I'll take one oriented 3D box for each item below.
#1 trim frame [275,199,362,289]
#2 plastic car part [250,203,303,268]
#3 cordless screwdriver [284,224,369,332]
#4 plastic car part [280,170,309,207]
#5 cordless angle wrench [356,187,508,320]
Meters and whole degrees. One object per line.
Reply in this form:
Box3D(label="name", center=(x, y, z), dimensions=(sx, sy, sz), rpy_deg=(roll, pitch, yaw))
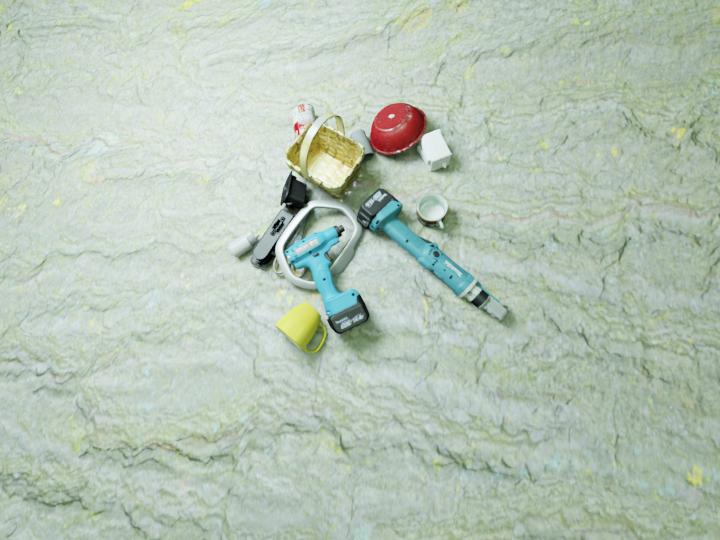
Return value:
Box3D(label="trim frame", center=(-0.106, -0.069, 1.085), dimensions=(0.186, 0.027, 0.248), rpy_deg=(34, 80, 6))
Box3D(label="plastic car part", center=(-0.220, -0.095, 1.111), dimensions=(0.067, 0.066, 0.203), rpy_deg=(31, 84, 6))
Box3D(label="cordless screwdriver", center=(-0.058, 0.018, 1.026), dimensions=(0.158, 0.073, 0.253), rpy_deg=(-30, 80, -6))
Box3D(label="plastic car part", center=(-0.170, -0.201, 1.115), dimensions=(0.069, 0.066, 0.121), rpy_deg=(17, 35, -19))
Box3D(label="cordless angle wrench", center=(0.174, -0.031, 1.020), dimensions=(0.434, 0.073, 0.097), rpy_deg=(42, 66, 13))
